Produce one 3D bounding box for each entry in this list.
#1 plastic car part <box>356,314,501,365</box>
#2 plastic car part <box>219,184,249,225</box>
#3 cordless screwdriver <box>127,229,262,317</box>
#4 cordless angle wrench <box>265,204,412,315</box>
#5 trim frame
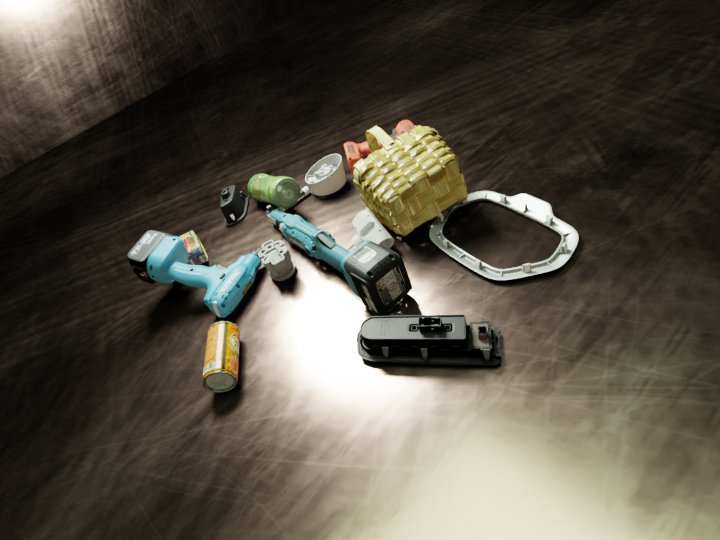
[{"bbox_3d":[0.084,0.094,0.593,0.210,0.063,0.067,-6,50,23],"label":"plastic car part"},{"bbox_3d":[-0.326,-0.174,1.065,0.067,0.068,0.121,-19,38,7],"label":"plastic car part"},{"bbox_3d":[-0.329,-0.015,0.856,0.257,0.072,0.159,19,53,16],"label":"cordless screwdriver"},{"bbox_3d":[-0.079,-0.052,0.812,0.073,0.093,0.448,-38,39,-17],"label":"cordless angle wrench"},{"bbox_3d":[0.232,-0.070,0.718,0.182,0.026,0.263,-33,40,-11],"label":"trim frame"}]
